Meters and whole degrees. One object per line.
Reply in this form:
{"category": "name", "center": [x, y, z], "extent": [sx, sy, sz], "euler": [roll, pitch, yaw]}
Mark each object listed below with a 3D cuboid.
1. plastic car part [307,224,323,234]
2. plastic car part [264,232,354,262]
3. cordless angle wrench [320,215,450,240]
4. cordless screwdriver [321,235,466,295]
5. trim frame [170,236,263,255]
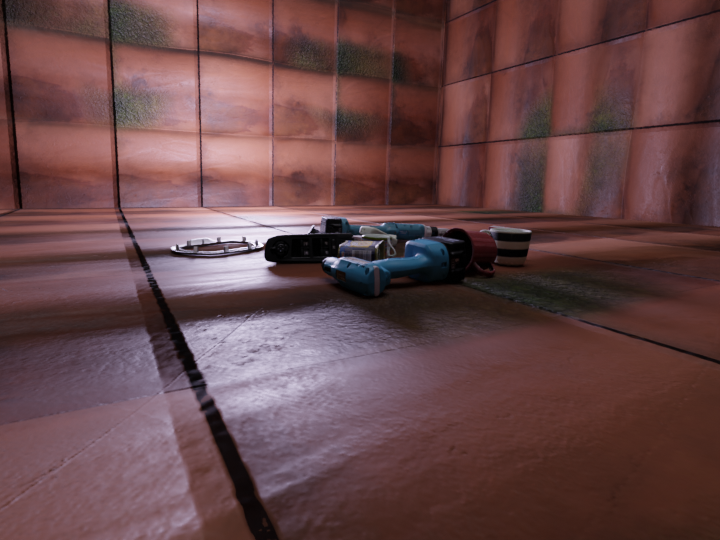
{"category": "plastic car part", "center": [-0.105, -0.069, 1.073], "extent": [0.071, 0.065, 0.118], "euler": [15, 14, -5]}
{"category": "plastic car part", "center": [-0.119, -0.050, 0.958], "extent": [0.198, 0.066, 0.068], "euler": [-2, 1, -14]}
{"category": "cordless angle wrench", "center": [0.090, -0.120, 1.301], "extent": [0.413, 0.073, 0.101], "euler": [1, 11, -14]}
{"category": "cordless screwdriver", "center": [0.061, -0.013, 0.773], "extent": [0.240, 0.073, 0.167], "euler": [-11, 16, -31]}
{"category": "trim frame", "center": [-0.370, -0.067, 1.104], "extent": [0.194, 0.027, 0.239], "euler": [9, 16, 37]}
